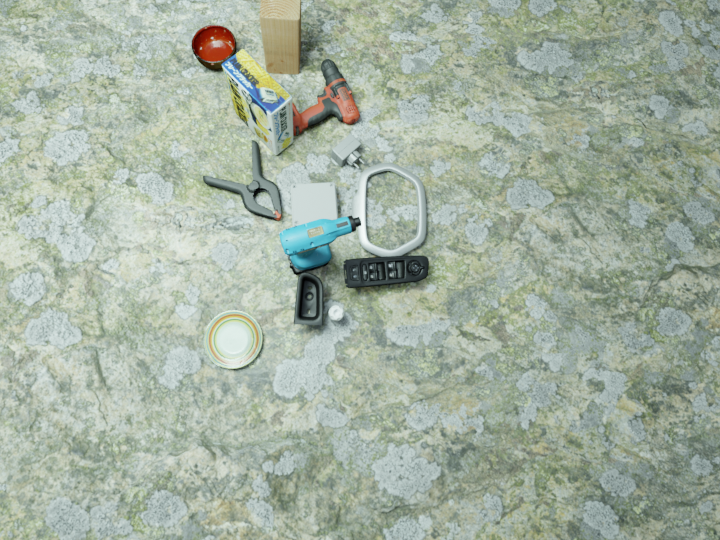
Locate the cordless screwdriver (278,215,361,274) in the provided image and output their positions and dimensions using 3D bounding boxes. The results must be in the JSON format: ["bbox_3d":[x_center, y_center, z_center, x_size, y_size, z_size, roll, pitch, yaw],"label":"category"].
[{"bbox_3d":[-0.089,-0.058,0.907,0.158,0.248,0.075,-17,84,-9],"label":"cordless screwdriver"}]

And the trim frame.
[{"bbox_3d":[0.071,-0.151,1.046,0.183,0.027,0.251,1,78,-3],"label":"trim frame"}]

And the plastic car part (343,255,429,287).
[{"bbox_3d":[0.060,0.003,0.993,0.202,0.066,0.067,-5,80,-4],"label":"plastic car part"}]

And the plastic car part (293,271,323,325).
[{"bbox_3d":[-0.117,0.066,0.970,0.066,0.070,0.118,3,79,-5],"label":"plastic car part"}]
